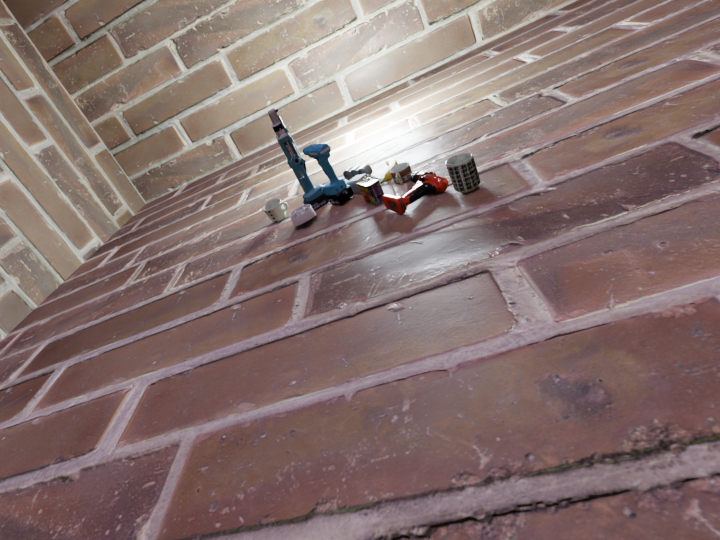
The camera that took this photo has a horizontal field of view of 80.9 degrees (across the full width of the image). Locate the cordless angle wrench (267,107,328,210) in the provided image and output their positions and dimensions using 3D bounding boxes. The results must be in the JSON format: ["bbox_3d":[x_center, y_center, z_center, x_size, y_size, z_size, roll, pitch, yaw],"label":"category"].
[{"bbox_3d":[-0.255,-0.433,1.661,0.097,0.407,0.078,-31,26,-8],"label":"cordless angle wrench"}]

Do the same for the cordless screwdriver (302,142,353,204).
[{"bbox_3d":[-0.134,-0.378,1.642,0.073,0.239,0.168,-38,29,-23],"label":"cordless screwdriver"}]
